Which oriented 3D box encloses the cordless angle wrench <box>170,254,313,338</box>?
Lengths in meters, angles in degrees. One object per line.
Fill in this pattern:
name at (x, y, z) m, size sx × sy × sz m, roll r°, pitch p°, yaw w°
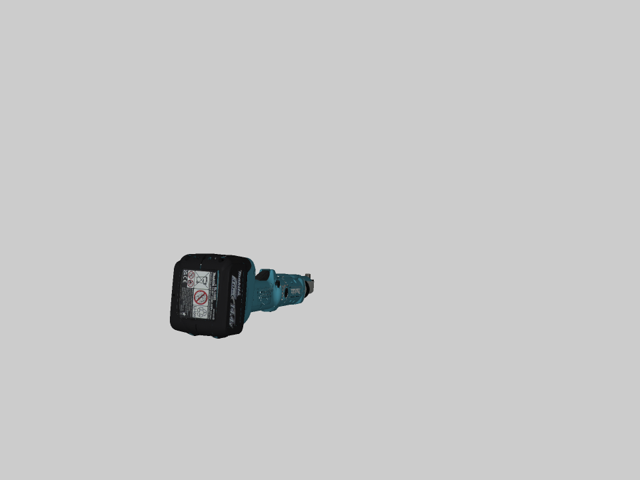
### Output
cordless angle wrench at (-0.080, 0.080, 0.675) m, size 0.074 × 0.098 × 0.423 m, roll 2°, pitch -4°, yaw 16°
